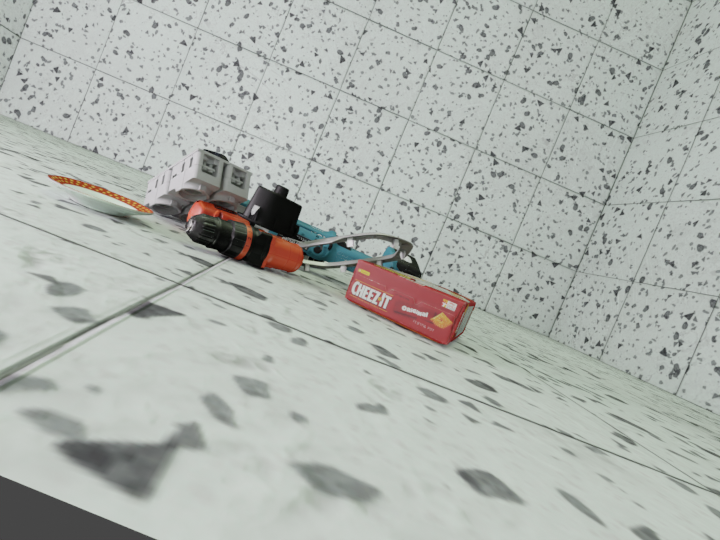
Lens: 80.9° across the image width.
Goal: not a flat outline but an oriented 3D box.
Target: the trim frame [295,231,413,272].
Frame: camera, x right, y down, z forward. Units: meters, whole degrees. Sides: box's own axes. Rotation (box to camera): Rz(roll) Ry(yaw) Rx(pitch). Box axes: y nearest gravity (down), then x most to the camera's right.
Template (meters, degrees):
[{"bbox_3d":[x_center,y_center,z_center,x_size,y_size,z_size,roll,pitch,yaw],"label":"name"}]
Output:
[{"bbox_3d":[-0.032,-0.027,0.728,0.258,0.028,0.174,-4,-16,27],"label":"trim frame"}]

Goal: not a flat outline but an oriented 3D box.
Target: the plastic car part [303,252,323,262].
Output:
[{"bbox_3d":[-0.125,-0.042,0.950,0.069,0.067,0.195,16,-2,20],"label":"plastic car part"}]

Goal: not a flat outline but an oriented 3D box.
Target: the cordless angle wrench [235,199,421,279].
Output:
[{"bbox_3d":[-0.083,-0.054,0.845,0.414,0.097,0.076,23,26,-11],"label":"cordless angle wrench"}]

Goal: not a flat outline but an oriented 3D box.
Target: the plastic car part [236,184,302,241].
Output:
[{"bbox_3d":[-0.130,-0.095,0.652,0.069,0.071,0.111,26,-1,23],"label":"plastic car part"}]

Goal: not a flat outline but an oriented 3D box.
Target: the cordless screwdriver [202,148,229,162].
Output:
[{"bbox_3d":[-0.344,-0.193,1.105,0.165,0.074,0.240,25,-26,18],"label":"cordless screwdriver"}]
